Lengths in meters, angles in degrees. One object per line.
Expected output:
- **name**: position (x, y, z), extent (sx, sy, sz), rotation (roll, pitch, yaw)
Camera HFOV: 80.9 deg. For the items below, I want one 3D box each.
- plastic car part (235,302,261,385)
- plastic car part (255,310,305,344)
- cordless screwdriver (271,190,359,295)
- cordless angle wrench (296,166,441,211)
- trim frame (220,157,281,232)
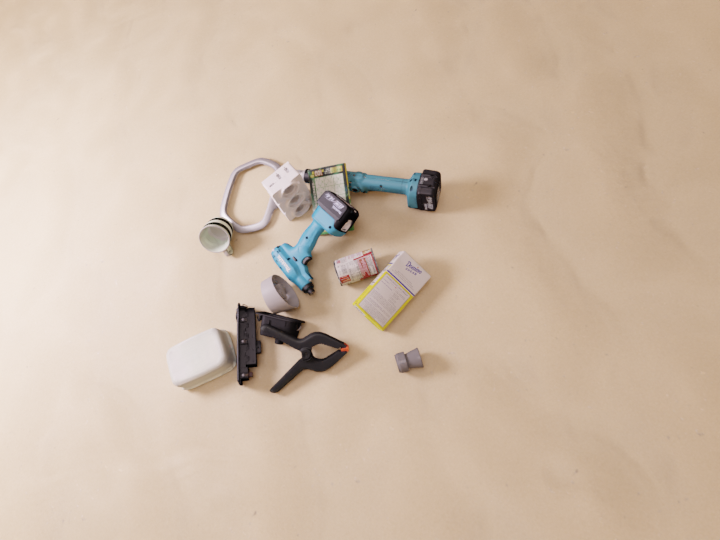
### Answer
- **plastic car part**: position (-0.281, 0.174, 1.048), extent (0.067, 0.064, 0.209), rotation (-10, 67, -3)
- **plastic car part**: position (-0.202, 0.145, 1.047), extent (0.120, 0.064, 0.071), rotation (14, 88, 13)
- **cordless screwdriver**: position (-0.104, -0.068, 1.068), extent (0.250, 0.071, 0.166), rotation (-47, 66, 14)
- **cordless angle wrench**: position (-0.006, -0.236, 1.132), extent (0.438, 0.093, 0.075), rotation (12, 69, 21)
- **trim frame**: position (-0.314, -0.221, 1.231), extent (0.189, 0.026, 0.252), rotation (4, 68, 16)
